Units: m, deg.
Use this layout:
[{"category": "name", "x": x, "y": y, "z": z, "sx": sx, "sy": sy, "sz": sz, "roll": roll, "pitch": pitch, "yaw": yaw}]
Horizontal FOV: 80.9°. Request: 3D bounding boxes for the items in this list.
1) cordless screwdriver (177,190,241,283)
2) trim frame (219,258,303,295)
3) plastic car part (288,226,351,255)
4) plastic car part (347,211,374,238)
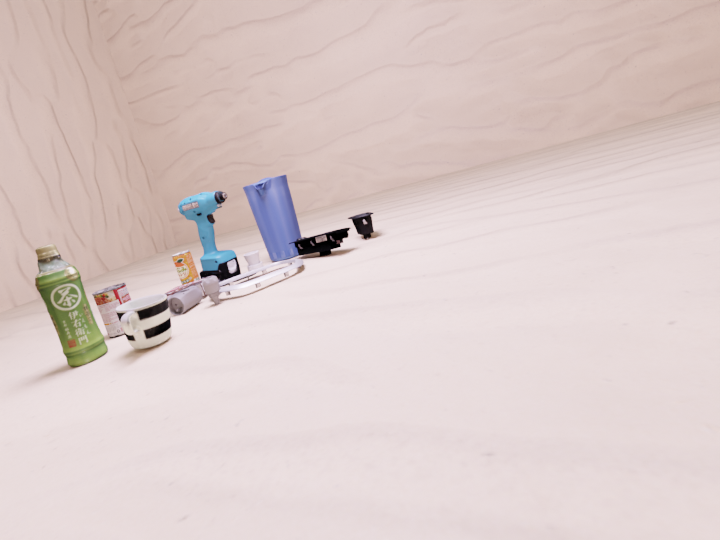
[{"category": "cordless screwdriver", "x": -0.382, "y": -0.085, "z": 1.117, "sx": 0.165, "sy": 0.245, "sz": 0.072, "roll": -10, "pitch": 11, "yaw": 32}, {"category": "trim frame", "x": -0.247, "y": 0.015, "z": 1.021, "sx": 0.241, "sy": 0.027, "sz": 0.193, "roll": -25, "pitch": 16, "yaw": -33}, {"category": "plastic car part", "x": -0.110, "y": -0.072, "z": 1.121, "sx": 0.212, "sy": 0.066, "sz": 0.064, "roll": -3, "pitch": 17, "yaw": 46}, {"category": "plastic car part", "x": 0.010, "y": -0.125, "z": 1.186, "sx": 0.066, "sy": 0.070, "sz": 0.119, "roll": -17, "pitch": 12, "yaw": -5}]
